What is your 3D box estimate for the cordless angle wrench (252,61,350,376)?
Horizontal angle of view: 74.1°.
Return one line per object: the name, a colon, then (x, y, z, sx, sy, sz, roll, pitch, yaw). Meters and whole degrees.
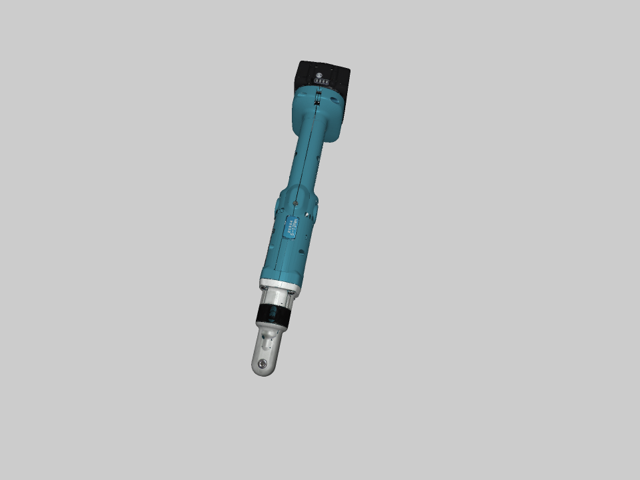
cordless angle wrench: (-0.031, -0.039, 0.557, 0.074, 0.421, 0.098, 10, -19, 2)
